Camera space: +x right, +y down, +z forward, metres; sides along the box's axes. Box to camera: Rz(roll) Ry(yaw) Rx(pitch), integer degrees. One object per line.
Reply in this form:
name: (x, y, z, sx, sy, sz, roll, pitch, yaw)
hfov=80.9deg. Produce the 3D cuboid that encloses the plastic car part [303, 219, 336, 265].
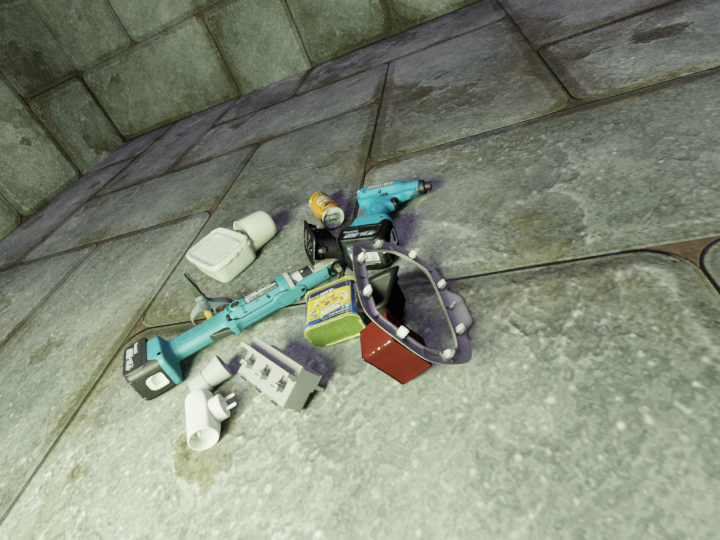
plastic car part: (-0.081, -0.053, 0.824, 0.066, 0.066, 0.207, 6, 11, -8)

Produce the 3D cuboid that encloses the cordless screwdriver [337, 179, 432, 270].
cordless screwdriver: (0.054, -0.106, 0.837, 0.164, 0.071, 0.251, -9, 35, 23)

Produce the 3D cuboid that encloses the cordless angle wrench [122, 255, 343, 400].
cordless angle wrench: (-0.219, 0.083, 0.776, 0.420, 0.071, 0.103, -30, 35, -8)

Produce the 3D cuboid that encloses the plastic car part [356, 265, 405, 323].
plastic car part: (0.039, 0.054, 0.642, 0.067, 0.069, 0.117, -28, 19, 22)

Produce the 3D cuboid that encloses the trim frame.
trim frame: (0.073, 0.031, 0.600, 0.027, 0.178, 0.257, -60, 21, 28)
